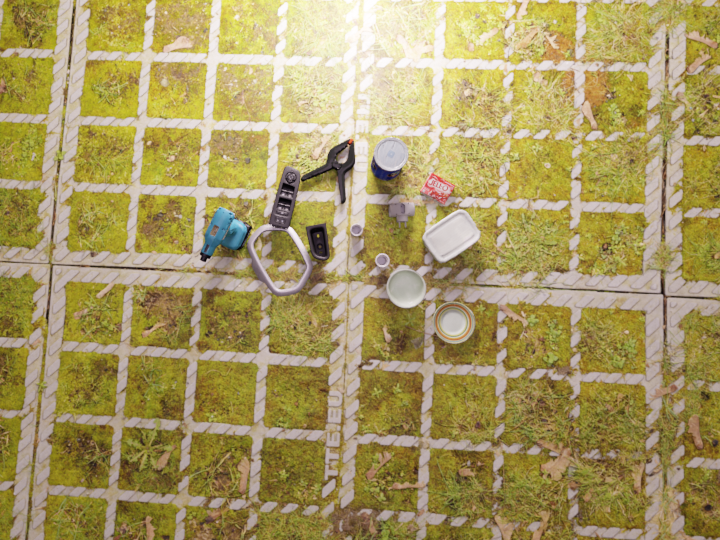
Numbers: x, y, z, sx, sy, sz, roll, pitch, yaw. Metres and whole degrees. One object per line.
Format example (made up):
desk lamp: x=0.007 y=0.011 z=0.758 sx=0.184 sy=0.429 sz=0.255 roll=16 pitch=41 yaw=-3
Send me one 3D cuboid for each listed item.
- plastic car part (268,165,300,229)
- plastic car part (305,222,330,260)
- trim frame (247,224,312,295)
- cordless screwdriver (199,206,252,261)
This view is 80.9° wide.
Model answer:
plastic car part: x=-0.239 y=-0.234 z=1.368 sx=0.066 sy=0.067 sz=0.203 roll=13 pitch=87 yaw=0
plastic car part: x=-0.132 y=-0.086 z=1.352 sx=0.066 sy=0.070 sz=0.117 roll=-10 pitch=87 yaw=-1
trim frame: x=-0.265 y=-0.037 z=1.377 sx=0.184 sy=0.027 sz=0.250 roll=-31 pitch=86 yaw=0
cordless screwdriver: x=-0.411 y=-0.097 z=1.277 sx=0.074 sy=0.248 sz=0.159 roll=25 pitch=89 yaw=-2
